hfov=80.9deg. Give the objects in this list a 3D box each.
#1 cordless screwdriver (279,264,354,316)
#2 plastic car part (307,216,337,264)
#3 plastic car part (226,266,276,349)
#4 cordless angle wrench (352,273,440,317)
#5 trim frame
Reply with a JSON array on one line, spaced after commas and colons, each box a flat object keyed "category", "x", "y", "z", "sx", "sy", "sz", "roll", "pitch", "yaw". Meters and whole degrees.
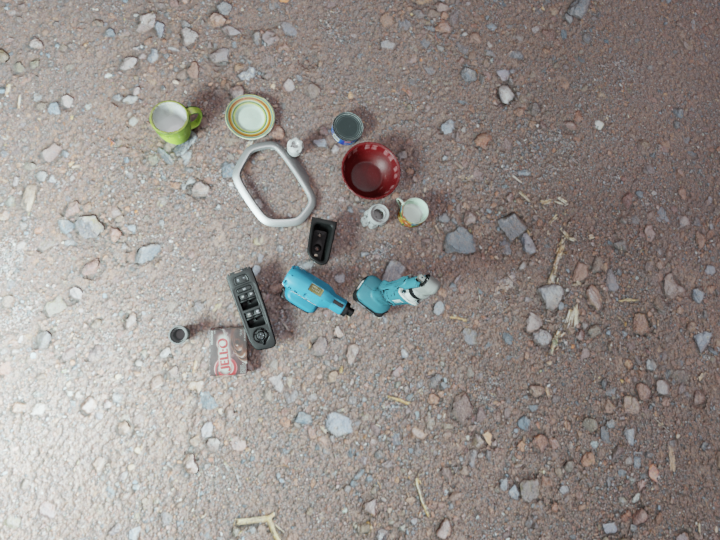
[{"category": "cordless screwdriver", "x": -0.106, "y": 0.059, "z": 0.969, "sx": 0.158, "sy": 0.250, "sz": 0.074, "roll": 32, "pitch": 78, "yaw": -6}, {"category": "plastic car part", "x": -0.106, "y": -0.069, "z": 1.082, "sx": 0.065, "sy": 0.071, "sz": 0.117, "roll": 11, "pitch": 80, "yaw": -9}, {"category": "plastic car part", "x": -0.264, "y": 0.097, "z": 1.034, "sx": 0.065, "sy": 0.067, "sz": 0.205, "roll": -20, "pitch": 84, "yaw": -12}, {"category": "cordless angle wrench", "x": 0.076, "y": 0.047, "z": 0.905, "sx": 0.097, "sy": 0.426, "sz": 0.074, "roll": 37, "pitch": 77, "yaw": -6}, {"category": "trim frame", "x": -0.225, "y": -0.227, "z": 1.116, "sx": 0.182, "sy": 0.027, "sz": 0.250, "roll": -35, "pitch": 86, "yaw": -12}]
